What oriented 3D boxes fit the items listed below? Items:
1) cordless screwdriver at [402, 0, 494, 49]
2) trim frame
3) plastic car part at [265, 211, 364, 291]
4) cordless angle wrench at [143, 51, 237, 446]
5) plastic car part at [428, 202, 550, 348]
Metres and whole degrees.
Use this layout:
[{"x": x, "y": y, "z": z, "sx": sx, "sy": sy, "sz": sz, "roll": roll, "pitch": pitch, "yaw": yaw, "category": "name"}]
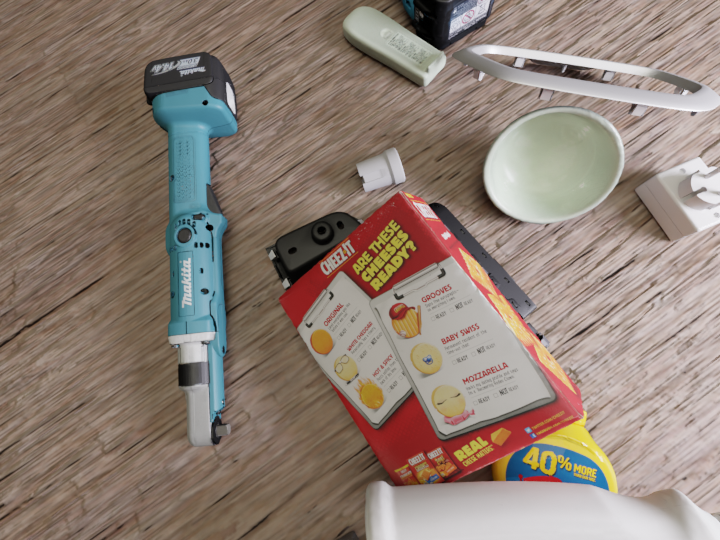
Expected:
[{"x": 0.074, "y": -0.406, "z": 0.535, "sx": 0.159, "sy": 0.072, "sz": 0.258, "roll": -36, "pitch": 70, "yaw": -4, "category": "cordless screwdriver"}, {"x": 0.217, "y": -0.195, "z": 0.425, "sx": 0.253, "sy": 0.027, "sz": 0.186, "roll": 12, "pitch": 38, "yaw": 10, "category": "trim frame"}, {"x": -0.044, "y": -0.029, "z": 0.446, "sx": 0.117, "sy": 0.069, "sz": 0.068, "roll": -29, "pitch": 77, "yaw": 1, "category": "plastic car part"}, {"x": -0.182, "y": -0.034, "z": 0.467, "sx": 0.099, "sy": 0.072, "sz": 0.430, "roll": -8, "pitch": 76, "yaw": 4, "category": "cordless angle wrench"}, {"x": 0.108, "y": 0.004, "z": 0.423, "sx": 0.066, "sy": 0.065, "sz": 0.209, "roll": -36, "pitch": 75, "yaw": -19, "category": "plastic car part"}]
